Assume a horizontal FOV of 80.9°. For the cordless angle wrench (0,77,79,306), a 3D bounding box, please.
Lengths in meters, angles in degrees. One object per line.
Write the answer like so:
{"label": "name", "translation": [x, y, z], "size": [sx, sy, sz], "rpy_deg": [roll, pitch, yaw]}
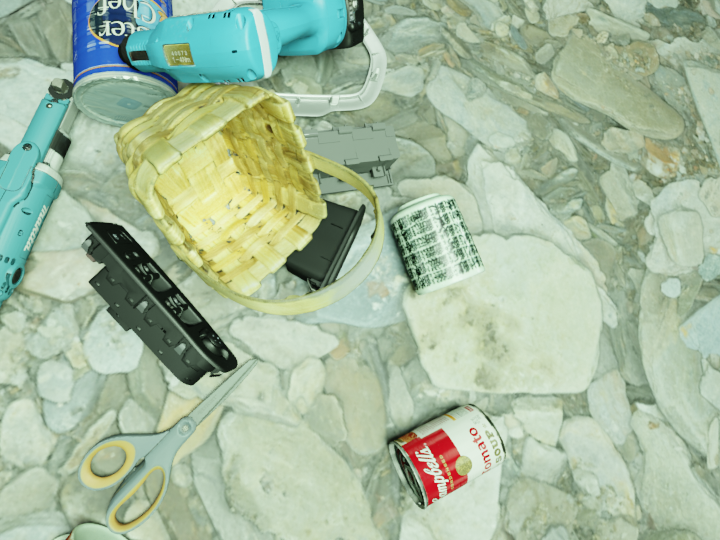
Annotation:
{"label": "cordless angle wrench", "translation": [-0.354, 0.000, 0.399], "size": [0.073, 0.099, 0.428], "rpy_deg": [14, 72, -12]}

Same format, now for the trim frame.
{"label": "trim frame", "translation": [-0.084, -0.278, 0.536], "size": [0.243, 0.028, 0.186], "rpy_deg": [-1, 80, -14]}

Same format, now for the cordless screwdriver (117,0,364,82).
{"label": "cordless screwdriver", "translation": [-0.104, -0.243, 0.423], "size": [0.166, 0.072, 0.247], "rpy_deg": [10, 40, 24]}

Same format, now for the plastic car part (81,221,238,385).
{"label": "plastic car part", "translation": [-0.209, 0.040, 0.428], "size": [0.203, 0.066, 0.067], "rpy_deg": [44, 83, -1]}

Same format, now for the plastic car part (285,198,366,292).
{"label": "plastic car part", "translation": [-0.047, -0.031, 0.481], "size": [0.072, 0.065, 0.117], "rpy_deg": [20, 72, 5]}
